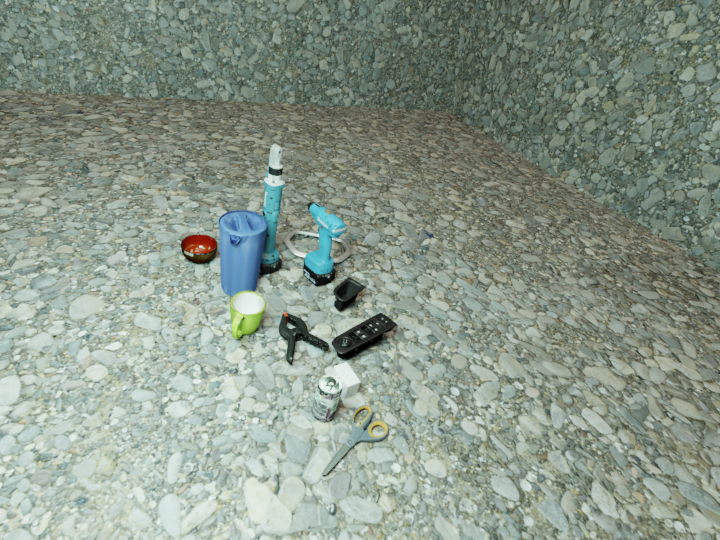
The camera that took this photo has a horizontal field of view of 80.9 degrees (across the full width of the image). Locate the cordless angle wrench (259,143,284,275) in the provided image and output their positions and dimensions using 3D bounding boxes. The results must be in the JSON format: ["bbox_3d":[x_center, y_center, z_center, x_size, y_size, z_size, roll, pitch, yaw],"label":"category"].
[{"bbox_3d":[-0.272,-0.177,1.277,0.072,0.415,0.103,-20,48,-40],"label":"cordless angle wrench"}]

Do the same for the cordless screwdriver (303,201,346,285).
[{"bbox_3d":[-0.131,-0.085,1.336,0.072,0.244,0.168,-16,45,-37],"label":"cordless screwdriver"}]

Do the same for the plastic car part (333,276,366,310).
[{"bbox_3d":[-0.046,0.081,1.280,0.069,0.069,0.114,29,38,21],"label":"plastic car part"}]

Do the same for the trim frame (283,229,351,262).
[{"bbox_3d":[-0.154,-0.089,1.522,0.247,0.027,0.189,8,35,-4],"label":"trim frame"}]

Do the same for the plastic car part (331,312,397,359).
[{"bbox_3d":[0.003,0.184,1.154,0.196,0.066,0.070,-20,47,-36],"label":"plastic car part"}]
